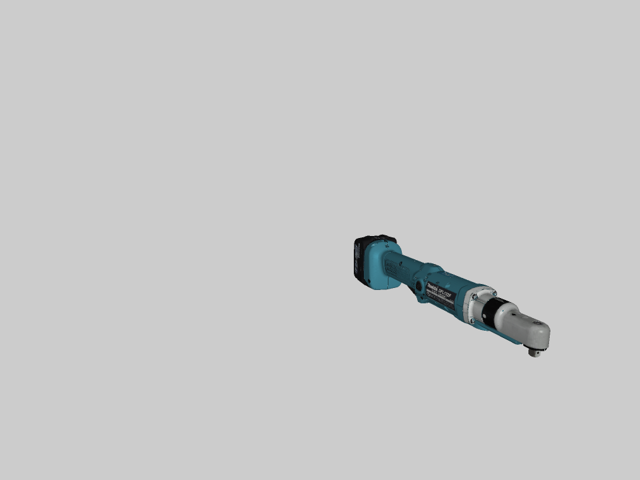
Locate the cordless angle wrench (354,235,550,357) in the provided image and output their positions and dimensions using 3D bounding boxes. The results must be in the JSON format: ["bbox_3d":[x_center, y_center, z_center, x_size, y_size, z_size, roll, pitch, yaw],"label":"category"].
[{"bbox_3d":[0.176,0.071,0.666,0.074,0.098,0.423,-4,12,-21],"label":"cordless angle wrench"}]
